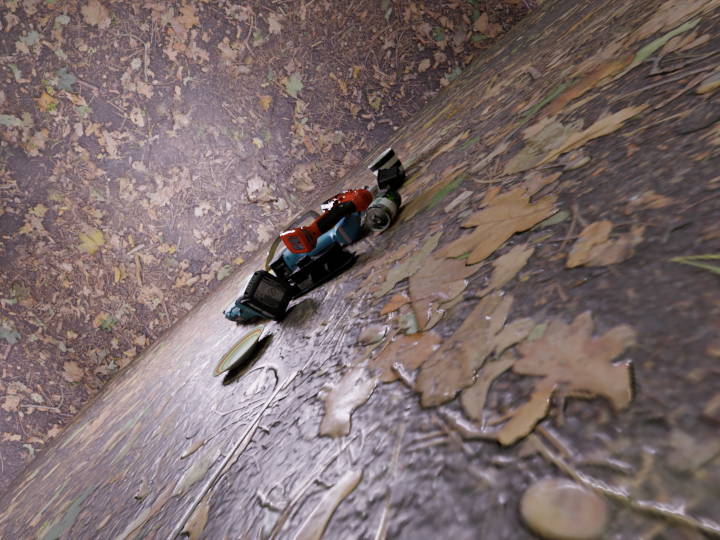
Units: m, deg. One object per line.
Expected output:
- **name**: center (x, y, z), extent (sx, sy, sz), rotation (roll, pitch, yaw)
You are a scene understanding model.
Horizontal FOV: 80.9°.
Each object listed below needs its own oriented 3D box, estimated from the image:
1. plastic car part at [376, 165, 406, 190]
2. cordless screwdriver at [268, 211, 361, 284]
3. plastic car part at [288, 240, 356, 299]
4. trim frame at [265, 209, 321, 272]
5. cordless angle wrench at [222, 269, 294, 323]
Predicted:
- **plastic car part**: center (0.084, -0.242, 1.116), extent (0.072, 0.064, 0.118), rotation (-23, 21, 15)
- **cordless screwdriver**: center (-0.103, -0.067, 1.051), extent (0.253, 0.073, 0.160), rotation (-31, 16, 24)
- **plastic car part**: center (-0.088, -0.007, 0.862), extent (0.209, 0.066, 0.065), rotation (-25, 12, 42)
- **trim frame**: center (-0.200, -0.084, 1.279), extent (0.246, 0.029, 0.178), rotation (-47, -22, -27)
- **cordless angle wrench**: center (-0.272, 0.088, 1.013), extent (0.432, 0.095, 0.075), rotation (-25, 38, 61)
